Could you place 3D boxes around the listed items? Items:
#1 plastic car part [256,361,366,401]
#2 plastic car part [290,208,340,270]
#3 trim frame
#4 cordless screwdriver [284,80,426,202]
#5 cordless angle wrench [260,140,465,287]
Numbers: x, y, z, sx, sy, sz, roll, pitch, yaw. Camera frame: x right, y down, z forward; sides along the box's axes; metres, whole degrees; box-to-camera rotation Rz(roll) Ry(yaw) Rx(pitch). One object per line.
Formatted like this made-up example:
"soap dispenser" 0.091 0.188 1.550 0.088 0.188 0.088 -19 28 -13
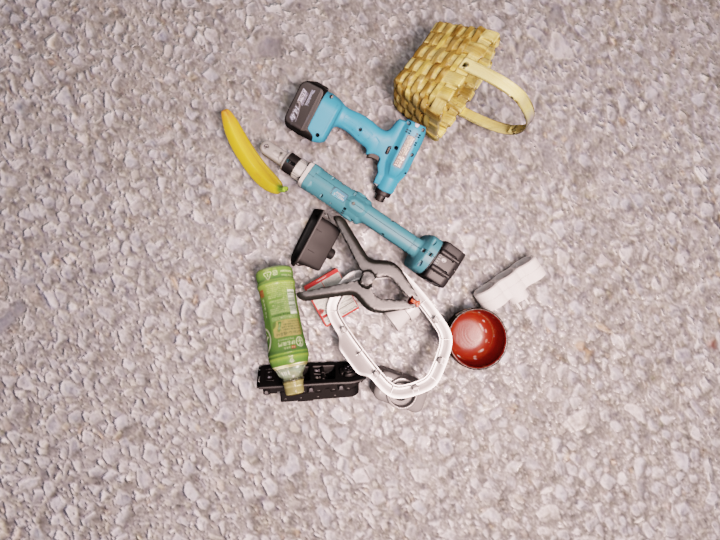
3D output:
"plastic car part" -0.085 0.208 0.777 0.202 0.067 0.066 -7 104 -2
"plastic car part" -0.078 -0.051 0.796 0.069 0.068 0.116 24 90 -19
"trim frame" 0.051 0.106 0.760 0.184 0.027 0.252 -37 82 -4
"cordless screwdriver" -0.021 -0.242 0.792 0.248 0.075 0.158 24 109 -2
"cordless angle wrench" -0.011 -0.118 0.785 0.425 0.097 0.074 34 89 2
